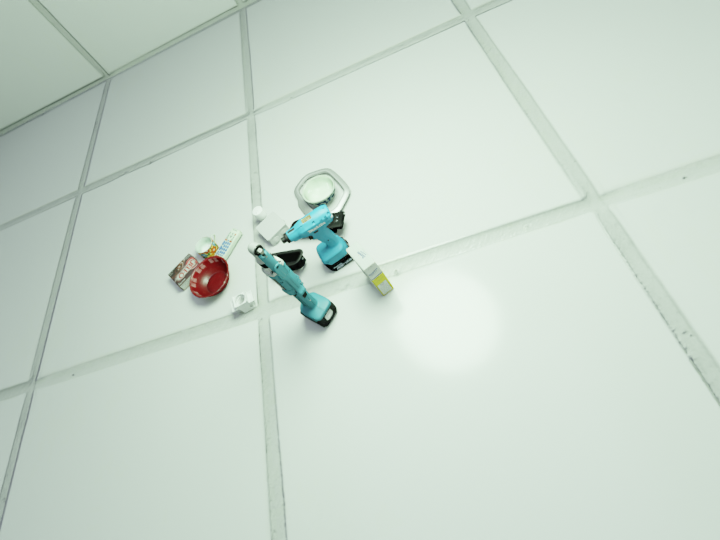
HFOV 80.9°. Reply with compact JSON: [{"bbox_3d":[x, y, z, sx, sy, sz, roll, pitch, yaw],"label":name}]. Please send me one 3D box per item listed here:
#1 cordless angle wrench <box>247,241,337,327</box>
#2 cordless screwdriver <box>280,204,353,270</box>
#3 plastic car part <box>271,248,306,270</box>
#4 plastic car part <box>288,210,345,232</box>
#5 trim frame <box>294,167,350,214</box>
[{"bbox_3d":[-0.181,0.036,1.114,0.103,0.401,0.074,23,73,30],"label":"cordless angle wrench"},{"bbox_3d":[-0.123,-0.080,1.257,0.160,0.236,0.078,-32,56,3],"label":"cordless screwdriver"},{"bbox_3d":[-0.227,-0.024,1.375,0.120,0.067,0.068,-9,59,19],"label":"plastic car part"},{"bbox_3d":[-0.141,-0.148,1.410,0.210,0.063,0.067,-4,61,22],"label":"plastic car part"},{"bbox_3d":[-0.142,-0.274,1.506,0.184,0.026,0.262,-39,54,-1],"label":"trim frame"}]
